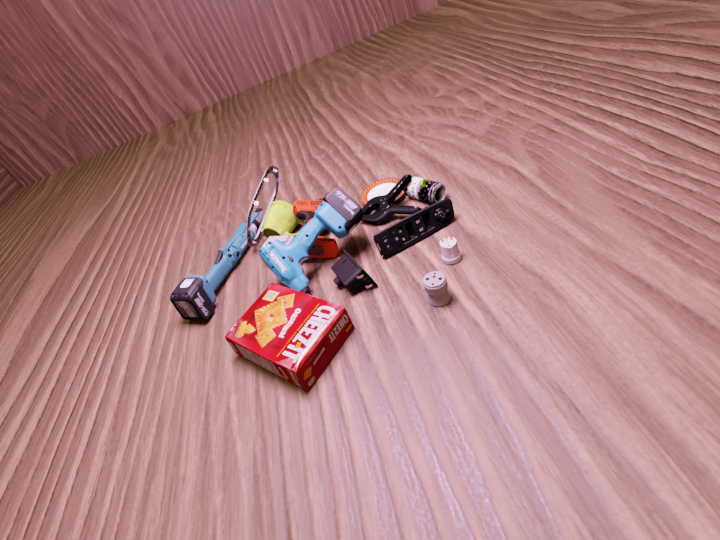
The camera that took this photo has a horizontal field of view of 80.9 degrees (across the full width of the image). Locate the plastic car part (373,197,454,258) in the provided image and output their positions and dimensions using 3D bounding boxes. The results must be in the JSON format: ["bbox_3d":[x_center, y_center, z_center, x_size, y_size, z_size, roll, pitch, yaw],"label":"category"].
[{"bbox_3d":[0.125,-0.103,0.987,0.203,0.065,0.068,-27,12,-1],"label":"plastic car part"}]

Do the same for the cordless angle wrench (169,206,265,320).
[{"bbox_3d":[-0.360,-0.043,1.163,0.077,0.094,0.426,-5,38,23],"label":"cordless angle wrench"}]

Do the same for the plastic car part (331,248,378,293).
[{"bbox_3d":[-0.026,0.010,0.941,0.071,0.062,0.123,-44,37,-2],"label":"plastic car part"}]

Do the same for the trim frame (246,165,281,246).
[{"bbox_3d":[-0.271,-0.183,1.195,0.028,0.180,0.251,14,67,1],"label":"trim frame"}]

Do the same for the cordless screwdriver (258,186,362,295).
[{"bbox_3d":[-0.095,-0.062,0.975,0.248,0.073,0.162,-41,81,-3],"label":"cordless screwdriver"}]
